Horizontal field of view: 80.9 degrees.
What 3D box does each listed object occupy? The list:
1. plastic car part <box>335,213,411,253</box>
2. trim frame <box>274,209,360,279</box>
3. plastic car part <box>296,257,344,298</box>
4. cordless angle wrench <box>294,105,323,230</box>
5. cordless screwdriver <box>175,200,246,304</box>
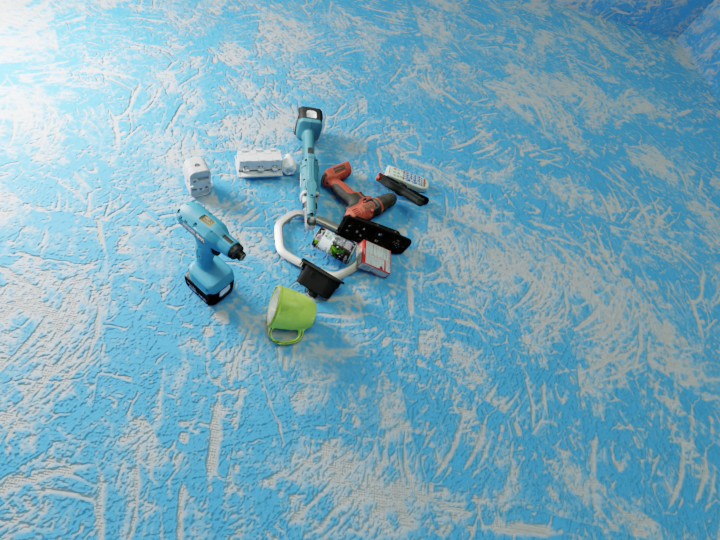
[{"bbox_3d":[0.035,-0.097,1.113,0.198,0.066,0.069,20,24,-14],"label":"plastic car part"},{"bbox_3d":[-0.107,-0.070,1.092,0.251,0.027,0.185,23,55,4],"label":"trim frame"},{"bbox_3d":[-0.105,0.027,1.003,0.117,0.066,0.071,34,92,0],"label":"plastic car part"},{"bbox_3d":[-0.144,-0.288,1.186,0.073,0.097,0.436,5,56,-15],"label":"cordless angle wrench"},{"bbox_3d":[-0.298,-0.015,0.867,0.164,0.245,0.073,38,54,14],"label":"cordless screwdriver"}]
